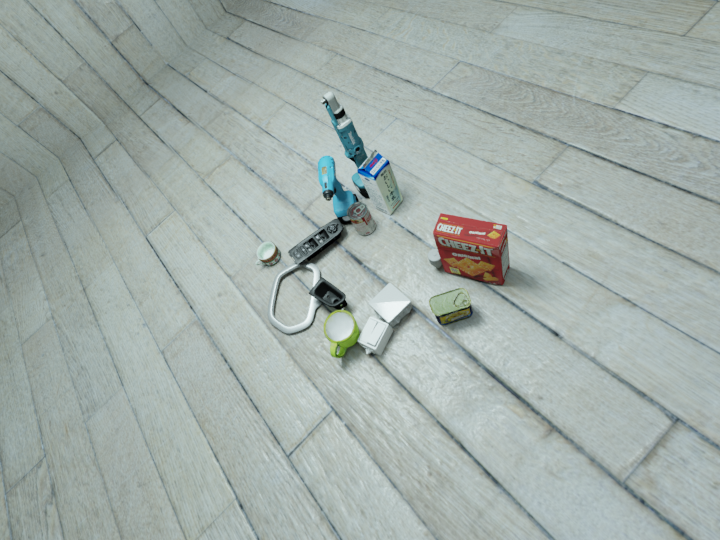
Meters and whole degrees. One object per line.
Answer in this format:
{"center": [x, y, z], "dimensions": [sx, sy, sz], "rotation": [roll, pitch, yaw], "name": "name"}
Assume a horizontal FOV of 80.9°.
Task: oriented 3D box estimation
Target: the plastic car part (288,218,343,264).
{"center": [-0.137, -0.089, 1.399], "dimensions": [0.203, 0.063, 0.070], "rotation": [-39, 54, -2], "name": "plastic car part"}

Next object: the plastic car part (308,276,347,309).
{"center": [-0.086, 0.083, 1.272], "dimensions": [0.123, 0.067, 0.066], "rotation": [31, 77, 34], "name": "plastic car part"}

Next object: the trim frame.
{"center": [-0.208, 0.082, 1.353], "dimensions": [0.190, 0.026, 0.254], "rotation": [-5, 60, 21], "name": "trim frame"}

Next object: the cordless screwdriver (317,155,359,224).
{"center": [-0.069, -0.230, 1.345], "dimensions": [0.076, 0.236, 0.164], "rotation": [-14, 57, 14], "name": "cordless screwdriver"}

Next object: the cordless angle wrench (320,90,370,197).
{"center": [-0.023, -0.387, 1.314], "dimensions": [0.098, 0.401, 0.078], "rotation": [-35, 55, -1], "name": "cordless angle wrench"}
